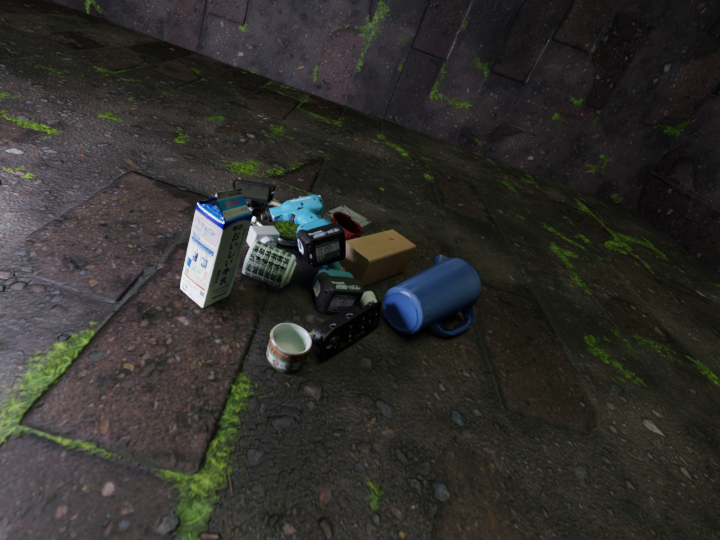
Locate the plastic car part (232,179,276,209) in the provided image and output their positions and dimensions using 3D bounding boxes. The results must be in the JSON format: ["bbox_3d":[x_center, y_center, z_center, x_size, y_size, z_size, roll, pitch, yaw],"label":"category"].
[{"bbox_3d":[-0.295,-0.201,1.159,0.113,0.065,0.073,7,47,-17],"label":"plastic car part"}]

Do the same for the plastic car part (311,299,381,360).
[{"bbox_3d":[-0.031,0.111,0.849,0.070,0.065,0.197,25,29,24],"label":"plastic car part"}]

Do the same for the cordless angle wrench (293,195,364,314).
[{"bbox_3d":[-0.103,-0.068,1.056,0.094,0.073,0.444,5,37,-26],"label":"cordless angle wrench"}]

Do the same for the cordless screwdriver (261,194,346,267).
[{"bbox_3d":[-0.137,-0.100,0.992,0.157,0.072,0.261,-16,35,-14],"label":"cordless screwdriver"}]

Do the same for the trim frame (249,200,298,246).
[{"bbox_3d":[-0.213,-0.135,1.170,0.260,0.027,0.178,34,32,25],"label":"trim frame"}]
